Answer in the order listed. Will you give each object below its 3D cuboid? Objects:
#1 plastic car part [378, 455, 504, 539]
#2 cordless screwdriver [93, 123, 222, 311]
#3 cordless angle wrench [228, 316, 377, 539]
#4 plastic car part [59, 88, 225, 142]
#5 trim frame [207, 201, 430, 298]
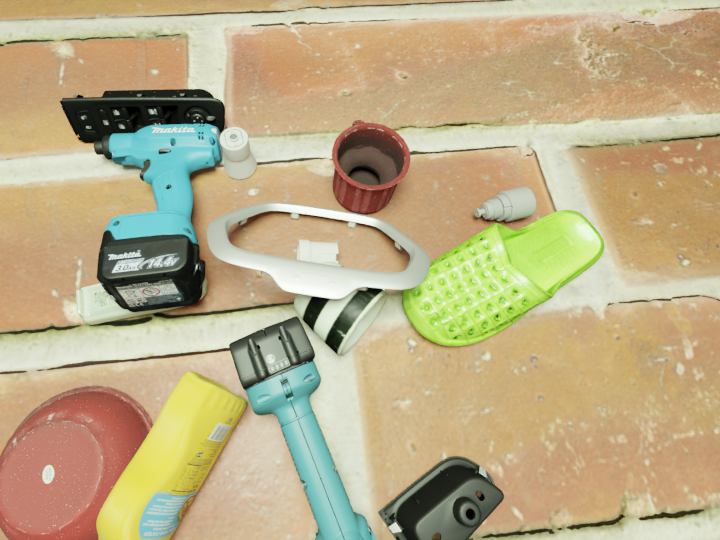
[{"bbox_3d":[0.086,0.229,0.402,0.115,0.070,0.068,-35,78,-12],"label":"plastic car part"},{"bbox_3d":[-0.251,-0.078,0.493,0.158,0.072,0.257,-4,56,-5],"label":"cordless screwdriver"},{"bbox_3d":[-0.011,0.254,0.380,0.073,0.097,0.434,-21,74,-16],"label":"cordless angle wrench"},{"bbox_3d":[-0.282,-0.214,0.573,0.202,0.064,0.069,0,44,-2],"label":"plastic car part"},{"bbox_3d":[-0.046,-0.030,0.472,0.248,0.027,0.188,9,29,-3],"label":"trim frame"}]
